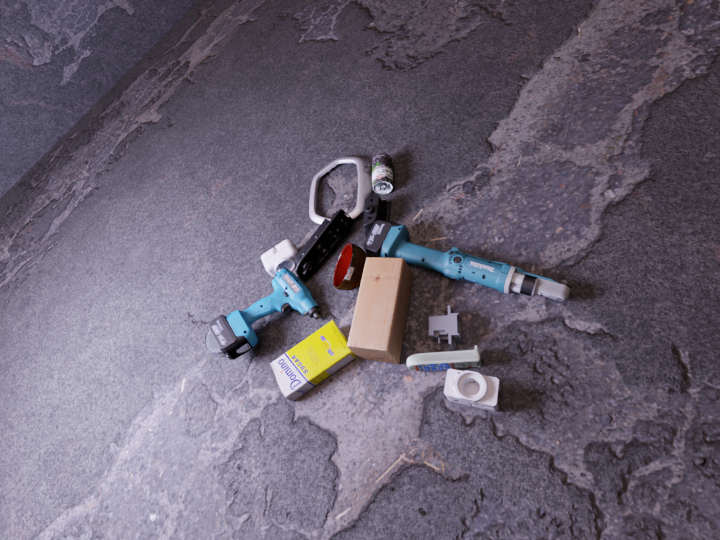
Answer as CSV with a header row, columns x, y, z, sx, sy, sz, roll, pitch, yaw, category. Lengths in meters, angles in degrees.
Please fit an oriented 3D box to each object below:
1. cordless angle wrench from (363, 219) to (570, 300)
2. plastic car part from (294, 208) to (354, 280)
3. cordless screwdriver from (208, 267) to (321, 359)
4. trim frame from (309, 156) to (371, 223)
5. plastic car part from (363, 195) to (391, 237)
x,y,z,sx,sy,sz,roll,pitch,yaw,category
0.211,-0.013,0.909,0.445,0.070,0.098,18,70,30,cordless angle wrench
-0.106,-0.069,1.085,0.071,0.062,0.203,29,82,41,plastic car part
-0.226,0.118,1.015,0.246,0.071,0.167,-38,61,-15,cordless screwdriver
-0.059,-0.223,1.186,0.189,0.026,0.255,-13,54,22,trim frame
0.033,-0.143,1.070,0.068,0.067,0.119,-6,55,24,plastic car part
